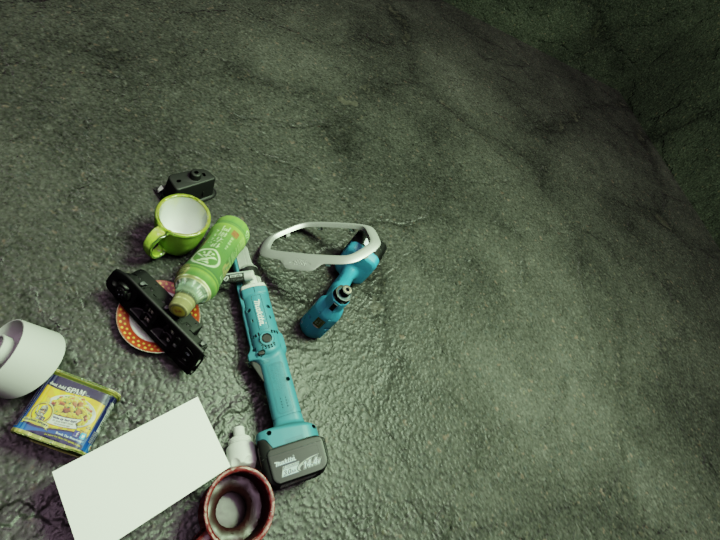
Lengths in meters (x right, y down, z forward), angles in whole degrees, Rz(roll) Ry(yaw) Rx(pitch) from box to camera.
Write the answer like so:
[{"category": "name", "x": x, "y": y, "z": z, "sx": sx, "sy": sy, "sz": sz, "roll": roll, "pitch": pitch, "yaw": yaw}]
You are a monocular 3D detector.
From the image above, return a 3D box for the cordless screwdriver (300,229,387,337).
[{"category": "cordless screwdriver", "x": -0.021, "y": 0.010, "z": 0.823, "sx": 0.074, "sy": 0.160, "sz": 0.248, "roll": 37, "pitch": 47, "yaw": -5}]

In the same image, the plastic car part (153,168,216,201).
[{"category": "plastic car part", "x": -0.341, "y": -0.172, "z": 0.846, "sx": 0.113, "sy": 0.071, "sz": 0.067, "roll": -28, "pitch": 77, "yaw": -36}]

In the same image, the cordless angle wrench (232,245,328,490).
[{"category": "cordless angle wrench", "x": -0.162, "y": 0.128, "z": 0.719, "sx": 0.096, "sy": 0.073, "sz": 0.441, "roll": -12, "pitch": 57, "yaw": -18}]

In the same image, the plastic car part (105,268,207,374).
[{"category": "plastic car part", "x": -0.314, "y": 0.066, "z": 0.667, "sx": 0.204, "sy": 0.066, "sz": 0.066, "roll": 40, "pitch": 39, "yaw": 3}]

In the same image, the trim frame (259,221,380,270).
[{"category": "trim frame", "x": -0.081, "y": -0.053, "z": 0.832, "sx": 0.258, "sy": 0.027, "sz": 0.183, "roll": 6, "pitch": 32, "yaw": 23}]
